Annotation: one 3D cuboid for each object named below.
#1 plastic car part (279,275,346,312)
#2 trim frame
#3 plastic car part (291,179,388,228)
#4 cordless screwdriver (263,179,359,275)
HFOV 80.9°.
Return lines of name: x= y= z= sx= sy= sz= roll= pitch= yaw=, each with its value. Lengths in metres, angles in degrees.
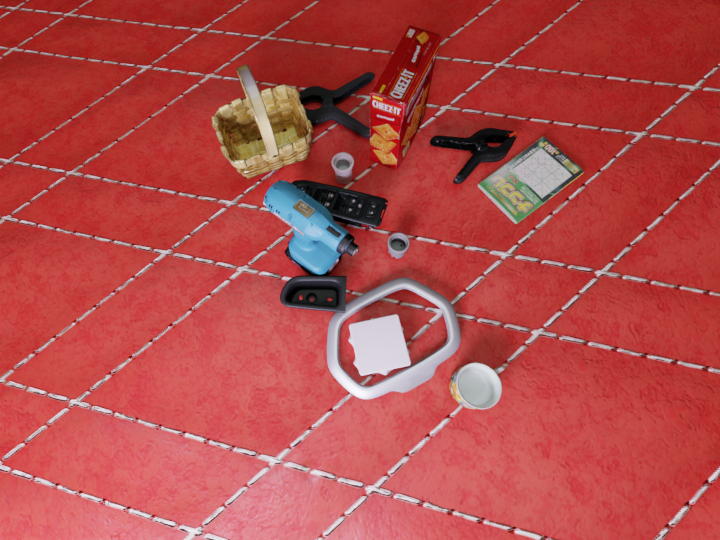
plastic car part: x=-0.084 y=0.047 z=0.773 sx=0.118 sy=0.069 sz=0.067 roll=2 pitch=72 yaw=5
trim frame: x=0.055 y=0.120 z=0.756 sx=0.247 sy=0.027 sz=0.190 roll=-29 pitch=71 yaw=-5
plastic car part: x=-0.052 y=-0.129 z=0.834 sx=0.207 sy=0.065 sz=0.067 roll=18 pitch=74 yaw=11
cordless screwdriver: x=-0.070 y=-0.046 z=0.712 sx=0.164 sy=0.243 sz=0.074 roll=37 pitch=77 yaw=12
